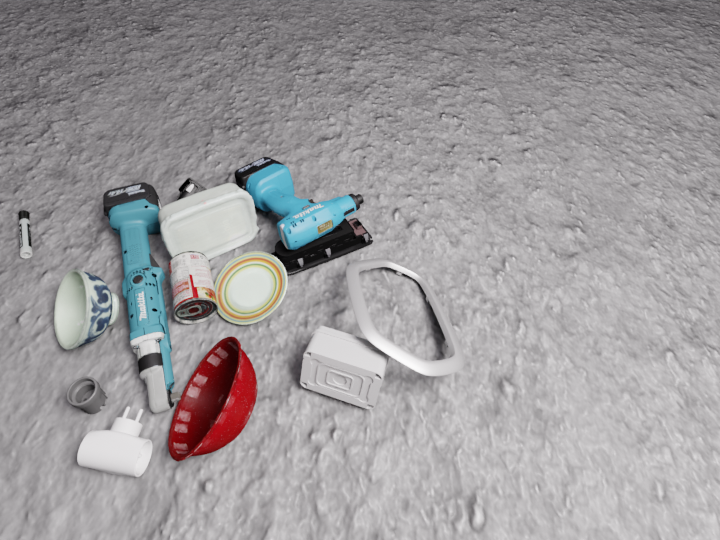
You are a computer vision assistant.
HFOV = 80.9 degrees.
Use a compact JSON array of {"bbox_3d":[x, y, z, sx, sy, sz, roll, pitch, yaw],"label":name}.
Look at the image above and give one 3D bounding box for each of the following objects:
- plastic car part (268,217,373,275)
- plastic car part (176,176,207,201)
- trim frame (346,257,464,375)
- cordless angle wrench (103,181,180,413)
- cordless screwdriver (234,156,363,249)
[{"bbox_3d":[-0.075,-0.049,0.763,0.200,0.065,0.069,-24,64,-15],"label":"plastic car part"},{"bbox_3d":[-0.330,-0.124,0.804,0.121,0.063,0.071,-6,50,55],"label":"plastic car part"},{"bbox_3d":[0.066,0.061,0.651,0.178,0.027,0.259,11,33,-19],"label":"trim frame"},{"bbox_3d":[-0.357,0.027,0.697,0.096,0.072,0.443,-17,56,-14],"label":"cordless angle wrench"},{"bbox_3d":[-0.122,-0.139,0.783,0.156,0.071,0.263,-30,44,-21],"label":"cordless screwdriver"}]
